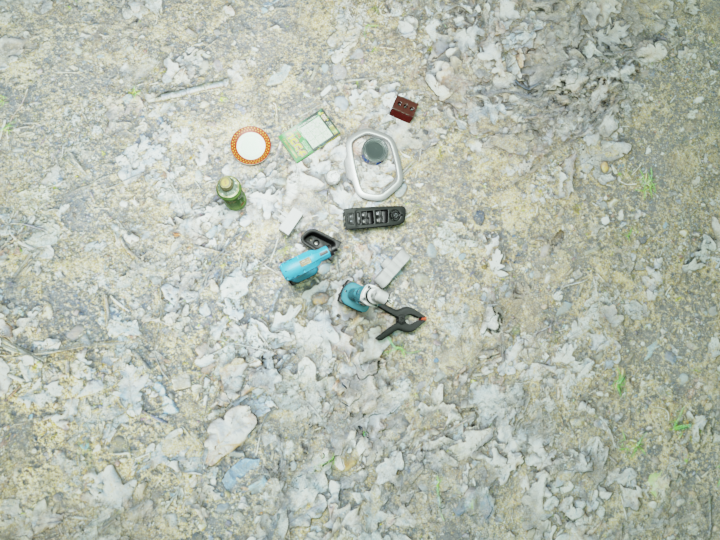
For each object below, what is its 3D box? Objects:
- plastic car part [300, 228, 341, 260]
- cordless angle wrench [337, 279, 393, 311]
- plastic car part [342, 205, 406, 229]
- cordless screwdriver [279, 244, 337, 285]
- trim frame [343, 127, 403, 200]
[{"bbox_3d":[-0.128,-0.084,1.312,0.116,0.071,0.066,29,82,-2],"label":"plastic car part"},{"bbox_3d":[0.012,0.069,1.124,0.097,0.425,0.074,27,83,-7],"label":"cordless angle wrench"},{"bbox_3d":[0.043,-0.165,1.335,0.201,0.067,0.067,-6,85,-5],"label":"plastic car part"},{"bbox_3d":[-0.151,-0.020,1.212,0.158,0.250,0.074,-26,91,-9],"label":"cordless screwdriver"},{"bbox_3d":[0.040,-0.346,1.378,0.183,0.027,0.250,-12,84,-5],"label":"trim frame"}]
